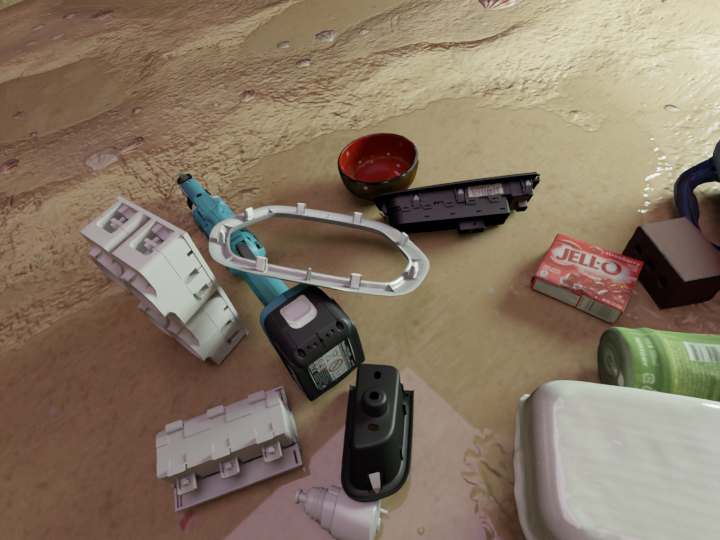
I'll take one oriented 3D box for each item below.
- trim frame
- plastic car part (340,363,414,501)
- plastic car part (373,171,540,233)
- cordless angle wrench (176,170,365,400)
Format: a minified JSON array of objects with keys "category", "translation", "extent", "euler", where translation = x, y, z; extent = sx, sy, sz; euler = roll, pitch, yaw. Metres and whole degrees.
[{"category":"trim frame","translation":[-0.047,-0.031,0.477],"extent":[0.251,0.027,0.187],"euler":[11,32,4]},{"category":"plastic car part","translation":[0.014,0.130,0.376],"extent":[0.067,0.069,0.118],"euler":[0,30,9]},{"category":"plastic car part","translation":[0.120,-0.080,0.549],"extent":[0.206,0.064,0.068],"euler":[-2,79,9]},{"category":"cordless angle wrench","translation":[-0.155,-0.025,0.550],"extent":[0.073,0.094,0.447],"euler":[-34,50,-17]}]
